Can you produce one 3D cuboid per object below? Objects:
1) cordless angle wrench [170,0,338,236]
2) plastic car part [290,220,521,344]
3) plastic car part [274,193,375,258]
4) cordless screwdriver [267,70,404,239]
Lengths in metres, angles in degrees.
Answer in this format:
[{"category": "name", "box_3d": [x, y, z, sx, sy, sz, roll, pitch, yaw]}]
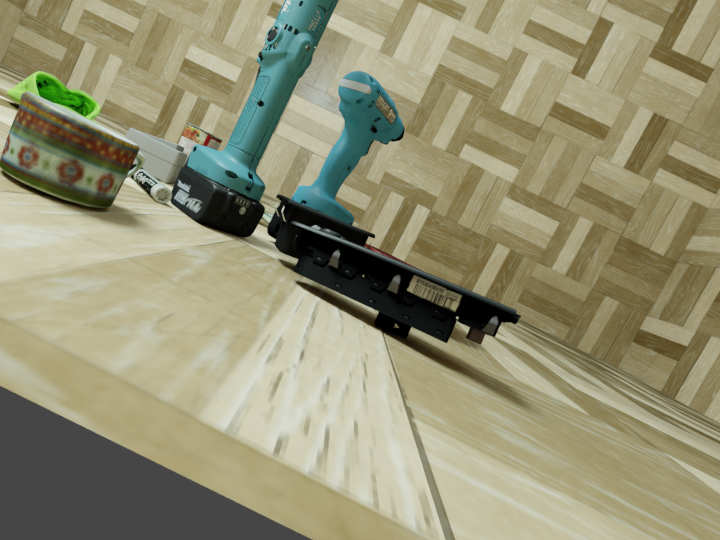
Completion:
[{"category": "cordless angle wrench", "box_3d": [-0.081, -0.245, 0.470, 0.104, 0.422, 0.070, 30, 6, 38]}, {"category": "plastic car part", "box_3d": [0.023, 0.015, 0.373, 0.208, 0.067, 0.064, 28, 5, 13]}, {"category": "plastic car part", "box_3d": [-0.045, -0.029, 0.458, 0.112, 0.071, 0.068, 24, 5, -22]}, {"category": "cordless screwdriver", "box_3d": [-0.020, -0.130, 0.594, 0.078, 0.248, 0.151, 29, 5, 28]}]
